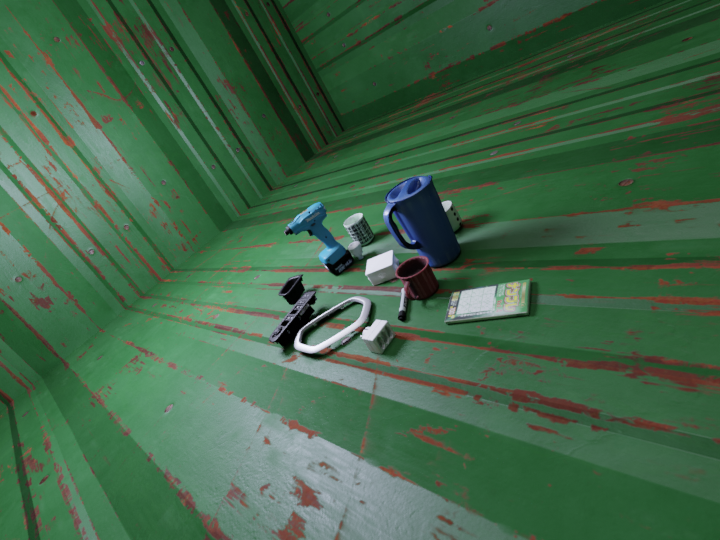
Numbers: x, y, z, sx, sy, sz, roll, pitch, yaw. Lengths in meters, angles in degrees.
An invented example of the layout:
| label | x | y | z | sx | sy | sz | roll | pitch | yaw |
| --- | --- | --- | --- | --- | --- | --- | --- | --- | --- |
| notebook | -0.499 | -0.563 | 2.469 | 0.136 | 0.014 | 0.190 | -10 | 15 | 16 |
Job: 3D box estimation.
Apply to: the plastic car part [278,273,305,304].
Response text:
| label | x | y | z | sx | sy | sz | roll | pitch | yaw |
| --- | --- | --- | --- | --- | --- | --- | --- | --- | --- |
| plastic car part | -0.229 | 0.076 | 1.444 | 0.068 | 0.068 | 0.117 | -18 | 28 | 30 |

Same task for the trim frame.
| label | x | y | z | sx | sy | sz | roll | pitch | yaw |
| --- | --- | --- | --- | --- | --- | --- | --- | --- | --- |
| trim frame | -0.077 | 0.151 | 1.185 | 0.248 | 0.026 | 0.191 | -34 | 25 | -3 |

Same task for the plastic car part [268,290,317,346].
| label | x | y | z | sx | sy | sz | roll | pitch | yaw |
| --- | --- | --- | --- | --- | --- | --- | --- | --- | --- |
| plastic car part | -0.198 | 0.151 | 1.276 | 0.069 | 0.064 | 0.201 | -1 | 39 | 50 |

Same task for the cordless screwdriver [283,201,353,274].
| label | x | y | z | sx | sy | sz | roll | pitch | yaw |
| --- | --- | --- | --- | --- | --- | --- | --- | --- | --- |
| cordless screwdriver | -0.141 | -0.092 | 1.445 | 0.158 | 0.240 | 0.077 | -36 | 22 | -10 |
